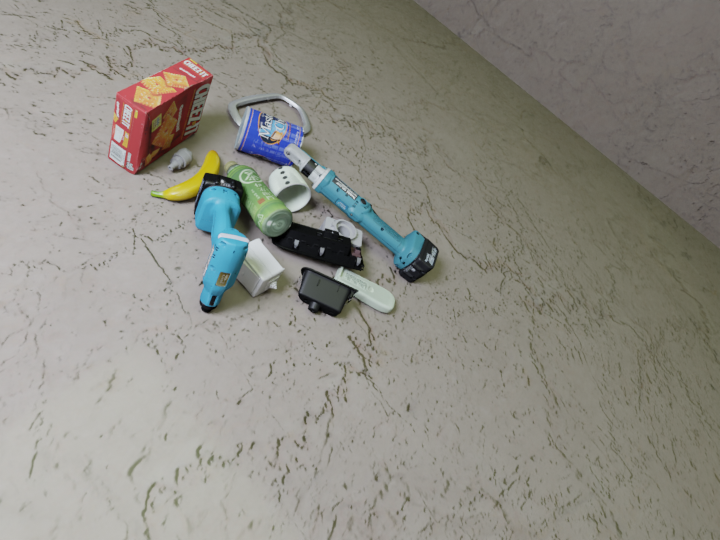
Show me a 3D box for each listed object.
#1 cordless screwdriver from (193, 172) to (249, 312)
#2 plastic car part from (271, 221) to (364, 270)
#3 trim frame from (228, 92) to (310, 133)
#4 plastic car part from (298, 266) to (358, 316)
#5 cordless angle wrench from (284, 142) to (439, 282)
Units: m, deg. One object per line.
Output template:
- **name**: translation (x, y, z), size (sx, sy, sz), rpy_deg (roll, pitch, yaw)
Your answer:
- **cordless screwdriver**: translation (-0.258, -0.057, 0.758), size (0.071, 0.158, 0.261), rpy_deg (12, 34, -30)
- **plastic car part**: translation (-0.085, -0.056, 0.874), size (0.201, 0.066, 0.068), rpy_deg (12, 34, -7)
- **trim frame**: translation (-0.238, -0.415, 1.132), size (0.188, 0.027, 0.243), rpy_deg (45, 47, 9)
- **plastic car part**: translation (-0.074, 0.050, 0.817), size (0.115, 0.066, 0.072), rpy_deg (23, 60, -9)
- **cordless angle wrench**: translation (-0.007, -0.141, 0.963), size (0.418, 0.075, 0.098), rpy_deg (40, 43, -6)
